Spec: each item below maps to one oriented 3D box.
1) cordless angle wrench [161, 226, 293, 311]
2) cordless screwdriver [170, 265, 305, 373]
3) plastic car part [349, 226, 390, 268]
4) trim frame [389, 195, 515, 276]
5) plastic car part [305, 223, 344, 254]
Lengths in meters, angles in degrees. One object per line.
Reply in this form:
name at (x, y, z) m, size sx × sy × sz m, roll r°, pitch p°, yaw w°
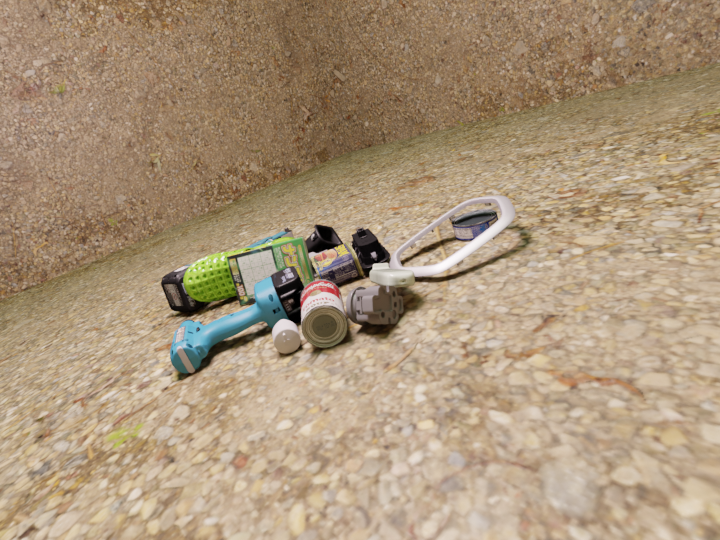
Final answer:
cordless angle wrench at (-0.308, -0.024, 1.093) m, size 0.077 × 0.096 × 0.413 m, roll -6°, pitch 19°, yaw 35°
cordless screwdriver at (-0.213, 0.078, 0.748) m, size 0.246 × 0.072 × 0.165 m, roll -27°, pitch 20°, yaw -10°
plastic car part at (0.015, -0.053, 0.878) m, size 0.066 × 0.065 × 0.208 m, roll -15°, pitch 19°, yaw -3°
trim frame at (0.161, -0.062, 0.760) m, size 0.247 × 0.026 × 0.192 m, roll -38°, pitch 26°, yaw -6°
plastic car part at (-0.096, -0.063, 0.986) m, size 0.072 × 0.068 × 0.112 m, roll -41°, pitch -16°, yaw 20°
